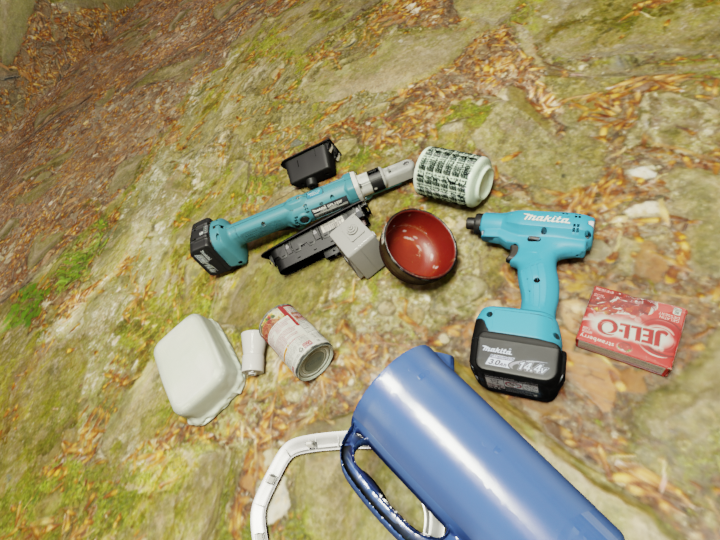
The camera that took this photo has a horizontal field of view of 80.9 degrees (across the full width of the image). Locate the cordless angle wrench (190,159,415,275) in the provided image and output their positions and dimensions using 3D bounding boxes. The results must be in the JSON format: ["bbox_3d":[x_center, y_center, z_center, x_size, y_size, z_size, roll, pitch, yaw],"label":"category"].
[{"bbox_3d":[-0.105,-0.108,0.762,0.428,0.093,0.077,-20,50,10],"label":"cordless angle wrench"}]

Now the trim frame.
[{"bbox_3d":[-0.026,0.290,0.504,0.255,0.026,0.189,-12,56,18],"label":"trim frame"}]

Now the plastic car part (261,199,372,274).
[{"bbox_3d":[-0.071,-0.046,0.726,0.205,0.064,0.068,-22,79,11],"label":"plastic car part"}]

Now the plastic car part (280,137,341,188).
[{"bbox_3d":[-0.095,-0.199,0.836,0.119,0.063,0.073,-22,67,17],"label":"plastic car part"}]

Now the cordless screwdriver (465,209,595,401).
[{"bbox_3d":[0.191,0.024,0.538,0.167,0.070,0.250,8,60,30],"label":"cordless screwdriver"}]
